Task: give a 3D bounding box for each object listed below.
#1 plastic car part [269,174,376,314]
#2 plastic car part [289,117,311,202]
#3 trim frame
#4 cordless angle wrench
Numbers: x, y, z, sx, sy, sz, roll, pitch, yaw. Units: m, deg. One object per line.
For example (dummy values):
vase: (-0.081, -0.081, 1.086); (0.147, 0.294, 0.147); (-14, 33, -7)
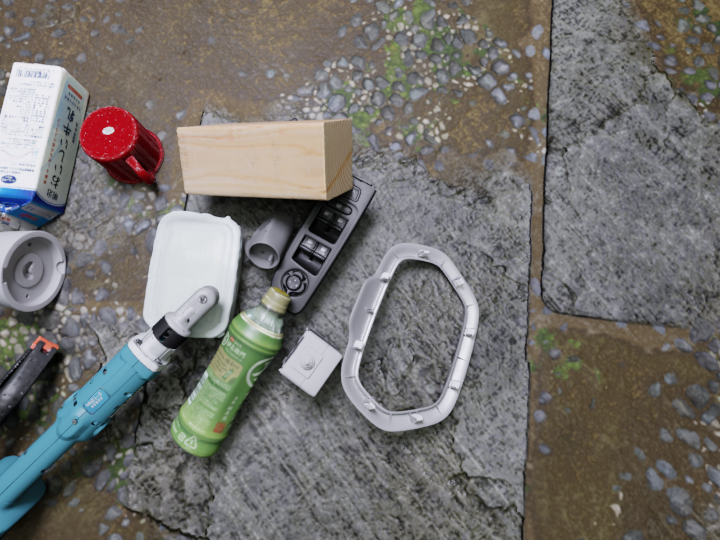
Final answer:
plastic car part: (-0.057, -0.037, 0.583); (0.067, 0.067, 0.203); (30, 83, 1)
plastic car part: (-0.080, -0.168, 0.608); (0.065, 0.071, 0.118); (-33, 85, -8)
trim frame: (0.069, 0.081, 0.548); (0.180, 0.028, 0.250); (28, 70, -11)
cordless angle wrench: (-0.327, 0.170, 0.506); (0.423, 0.098, 0.074); (-44, 95, 1)
